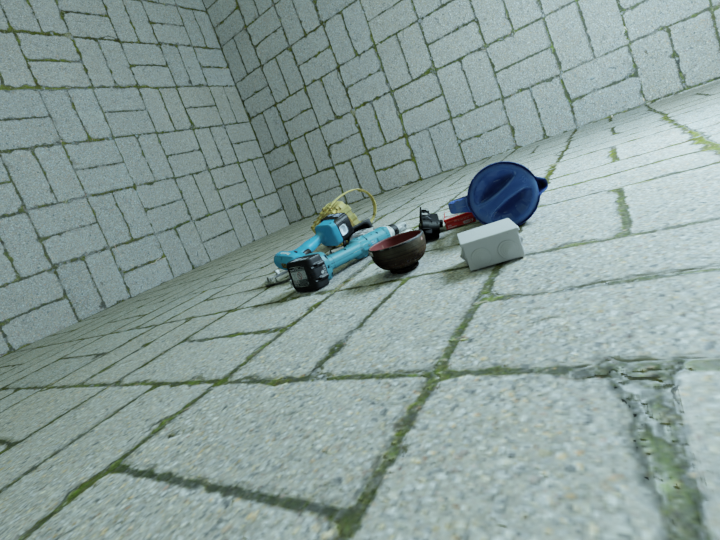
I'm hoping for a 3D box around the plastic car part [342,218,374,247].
[{"bbox_3d":[-0.014,-0.108,1.360,0.115,0.067,0.071,-27,-4,-13],"label":"plastic car part"}]

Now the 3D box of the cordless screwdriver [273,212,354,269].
[{"bbox_3d":[-0.119,-0.078,1.217,0.244,0.072,0.167,-39,26,-29],"label":"cordless screwdriver"}]

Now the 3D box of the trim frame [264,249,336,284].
[{"bbox_3d":[-0.182,-0.011,1.272,0.241,0.027,0.192,-27,14,-34],"label":"trim frame"}]

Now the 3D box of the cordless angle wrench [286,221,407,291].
[{"bbox_3d":[-0.004,-0.059,1.090,0.102,0.073,0.410,-10,14,46],"label":"cordless angle wrench"}]

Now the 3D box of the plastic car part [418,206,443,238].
[{"bbox_3d":[0.173,-0.112,1.059,0.068,0.065,0.201,8,17,10],"label":"plastic car part"}]
